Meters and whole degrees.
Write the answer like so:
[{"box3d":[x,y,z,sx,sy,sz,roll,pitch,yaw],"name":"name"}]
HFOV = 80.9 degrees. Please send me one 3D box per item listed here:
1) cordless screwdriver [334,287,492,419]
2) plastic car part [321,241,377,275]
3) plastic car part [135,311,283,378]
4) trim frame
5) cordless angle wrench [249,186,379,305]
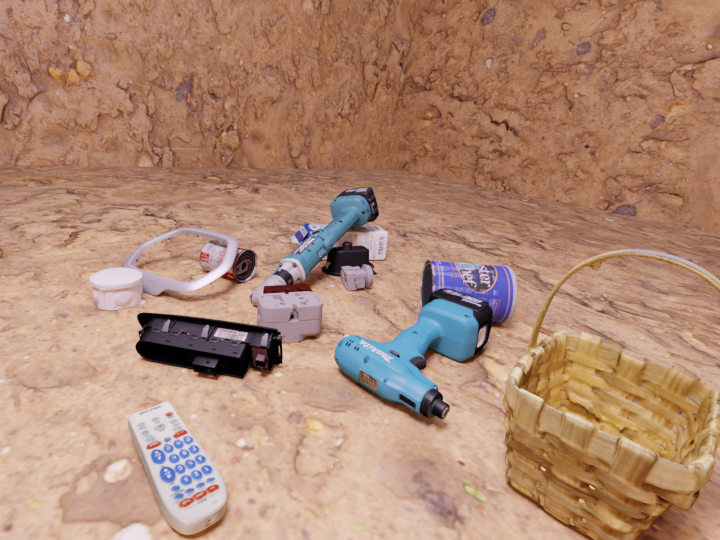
[{"box3d":[0.103,0.107,0.580,0.240,0.073,0.168,-19,30,-41],"name":"cordless screwdriver"},{"box3d":[-0.025,-0.029,0.946,0.112,0.070,0.069,0,18,-25],"name":"plastic car part"},{"box3d":[-0.207,0.102,0.554,0.207,0.064,0.068,10,44,12],"name":"plastic car part"},{"box3d":[-0.348,-0.023,0.819,0.260,0.026,0.183,13,44,26],"name":"trim frame"},{"box3d":[-0.086,-0.056,0.880,0.102,0.072,0.419,-1,32,31],"name":"cordless angle wrench"}]
